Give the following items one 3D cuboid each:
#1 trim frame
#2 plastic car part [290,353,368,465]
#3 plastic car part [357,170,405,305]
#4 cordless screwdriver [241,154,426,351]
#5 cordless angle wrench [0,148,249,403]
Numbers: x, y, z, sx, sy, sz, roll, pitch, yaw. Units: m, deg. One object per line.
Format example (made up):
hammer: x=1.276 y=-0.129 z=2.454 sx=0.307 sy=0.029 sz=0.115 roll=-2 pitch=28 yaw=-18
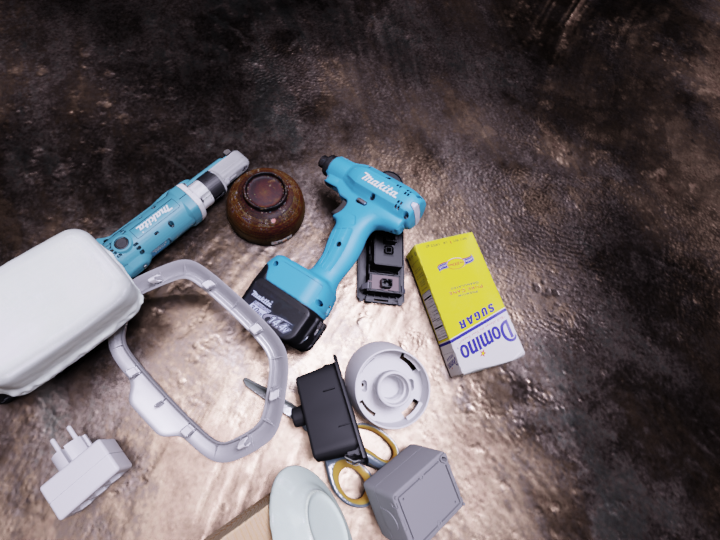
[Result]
trim frame: x=-0.191 y=0.101 z=0.480 sx=0.254 sy=0.027 sz=0.184 roll=41 pitch=99 yaw=11
plastic car part: x=-0.040 y=0.163 z=0.474 sx=0.070 sy=0.064 sz=0.122 roll=-19 pitch=58 yaw=-8
plastic car part: x=0.032 y=-0.058 z=0.592 sx=0.066 sy=0.065 sz=0.208 roll=3 pitch=64 yaw=-2
cordless screwdriver: x=-0.052 y=-0.034 z=0.536 sx=0.166 sy=0.071 sz=0.248 roll=34 pitch=79 yaw=24
cordless angle wrench: x=-0.299 y=-0.024 z=0.537 sx=0.100 sy=0.073 sz=0.419 roll=39 pitch=66 yaw=8
